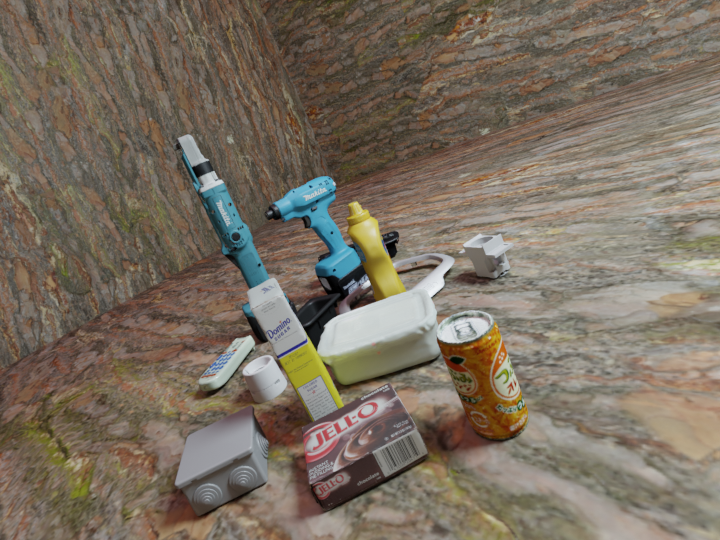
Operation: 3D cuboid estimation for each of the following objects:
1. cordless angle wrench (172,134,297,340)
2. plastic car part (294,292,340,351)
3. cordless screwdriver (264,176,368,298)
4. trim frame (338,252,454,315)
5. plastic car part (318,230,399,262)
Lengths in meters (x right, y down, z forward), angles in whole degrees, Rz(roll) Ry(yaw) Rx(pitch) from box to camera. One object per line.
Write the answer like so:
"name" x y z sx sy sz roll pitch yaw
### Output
"cordless angle wrench" -0.249 -0.065 0.831 0.097 0.415 0.077 -26 12 -15
"plastic car part" -0.073 0.095 0.701 0.068 0.069 0.115 -16 17 28
"cordless screwdriver" -0.086 -0.056 0.879 0.156 0.244 0.077 -30 14 -25
"trim frame" 0.065 0.031 0.783 0.243 0.027 0.192 -34 19 -31
"plastic car part" 0.004 -0.037 1.008 0.204 0.066 0.067 -23 14 3
